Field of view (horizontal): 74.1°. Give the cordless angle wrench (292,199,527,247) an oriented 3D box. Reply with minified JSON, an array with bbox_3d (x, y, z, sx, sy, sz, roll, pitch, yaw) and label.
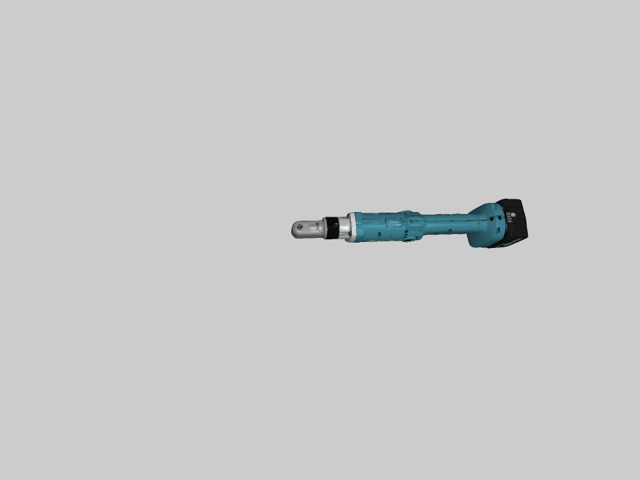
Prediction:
[{"bbox_3d":[0.159,-0.024,0.770,0.423,0.074,0.098,-2,-15,-9],"label":"cordless angle wrench"}]
